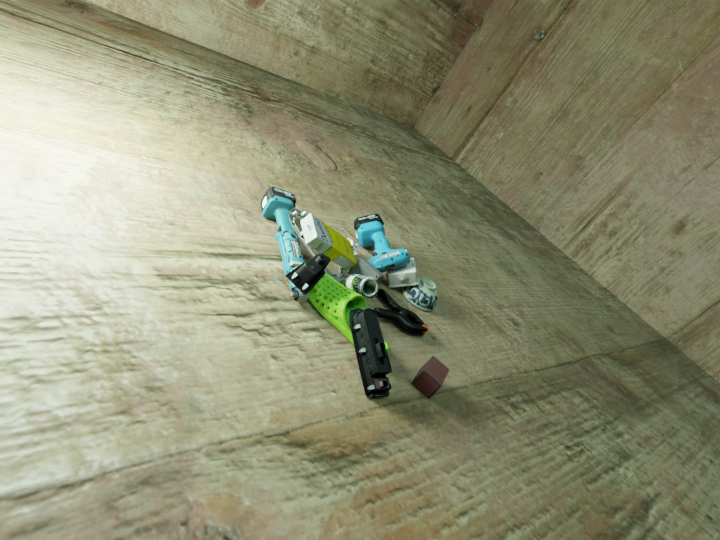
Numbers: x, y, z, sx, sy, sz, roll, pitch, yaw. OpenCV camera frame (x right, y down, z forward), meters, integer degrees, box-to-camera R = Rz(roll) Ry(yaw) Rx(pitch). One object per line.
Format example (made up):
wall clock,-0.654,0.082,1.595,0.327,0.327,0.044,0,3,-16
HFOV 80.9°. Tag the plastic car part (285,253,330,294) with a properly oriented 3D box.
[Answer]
plastic car part,-0.112,-0.007,1.017,0.066,0.071,0.115,44,39,1

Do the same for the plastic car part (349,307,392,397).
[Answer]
plastic car part,0.024,0.168,0.926,0.064,0.067,0.211,3,53,-29

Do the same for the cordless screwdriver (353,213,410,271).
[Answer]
cordless screwdriver,0.035,-0.079,1.340,0.158,0.071,0.261,-17,39,-8

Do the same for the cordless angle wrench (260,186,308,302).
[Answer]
cordless angle wrench,-0.196,-0.075,1.147,0.093,0.074,0.443,14,35,-31

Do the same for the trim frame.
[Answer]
trim frame,-0.116,-0.076,1.186,0.248,0.028,0.182,55,20,-2
